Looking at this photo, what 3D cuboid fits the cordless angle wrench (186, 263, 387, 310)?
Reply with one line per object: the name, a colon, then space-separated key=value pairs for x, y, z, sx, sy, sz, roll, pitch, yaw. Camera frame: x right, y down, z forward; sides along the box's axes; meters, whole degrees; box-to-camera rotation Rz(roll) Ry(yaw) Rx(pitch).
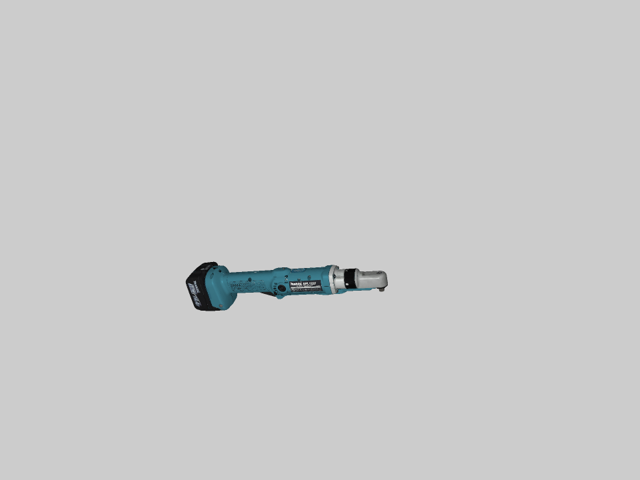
cordless angle wrench: x=-0.073 y=0.089 z=0.882 sx=0.423 sy=0.098 sz=0.074 roll=-4 pitch=24 yaw=18
